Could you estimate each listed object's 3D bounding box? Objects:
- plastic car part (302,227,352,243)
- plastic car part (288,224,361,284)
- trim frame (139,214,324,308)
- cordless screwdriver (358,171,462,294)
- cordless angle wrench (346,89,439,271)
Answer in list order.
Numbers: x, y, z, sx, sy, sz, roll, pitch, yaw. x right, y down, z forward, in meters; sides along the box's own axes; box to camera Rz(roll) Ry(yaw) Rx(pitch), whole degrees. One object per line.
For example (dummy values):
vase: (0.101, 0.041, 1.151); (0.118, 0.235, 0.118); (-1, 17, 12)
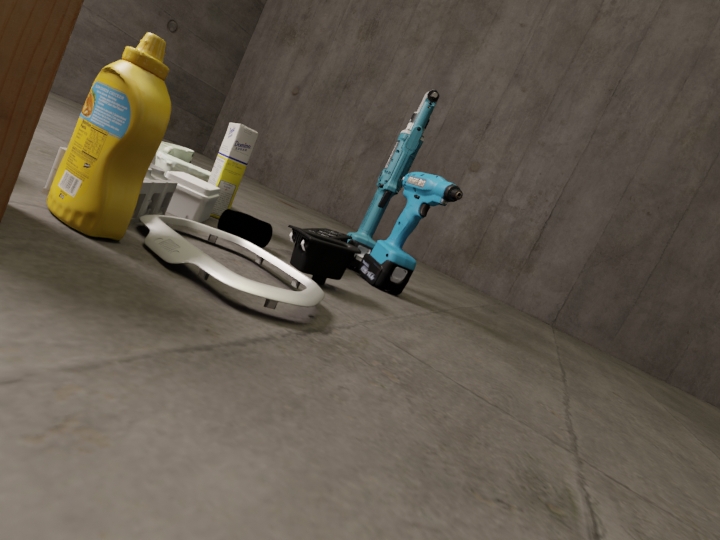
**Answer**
plastic car part: (-0.080, -0.053, 0.821); (0.068, 0.067, 0.198); (27, 7, 12)
plastic car part: (-0.056, -0.016, 0.624); (0.110, 0.071, 0.070); (19, 9, -39)
trim frame: (-0.147, -0.013, 0.480); (0.263, 0.027, 0.174); (30, 9, 35)
cordless screwdriver: (0.099, -0.072, 0.838); (0.071, 0.248, 0.167); (22, 8, -30)
cordless angle wrench: (0.068, -0.198, 0.937); (0.073, 0.422, 0.100); (24, 7, -12)
